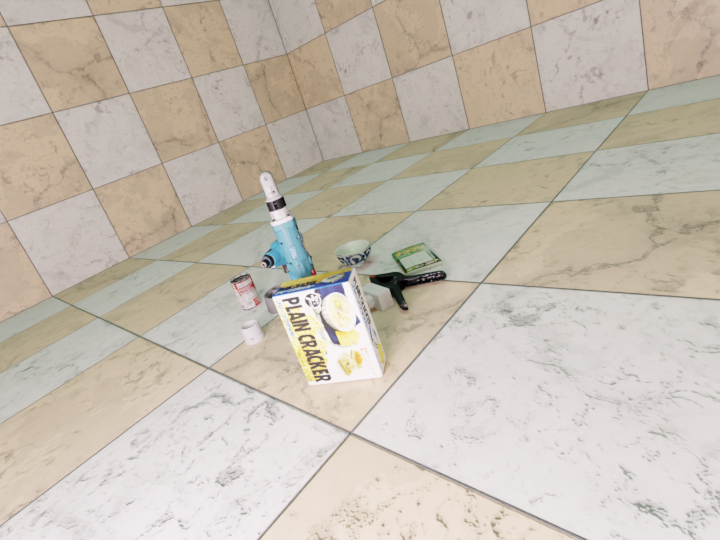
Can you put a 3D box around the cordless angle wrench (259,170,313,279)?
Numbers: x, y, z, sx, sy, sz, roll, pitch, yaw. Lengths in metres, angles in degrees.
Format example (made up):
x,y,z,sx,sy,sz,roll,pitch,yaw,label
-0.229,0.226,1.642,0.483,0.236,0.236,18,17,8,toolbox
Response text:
x,y,z,sx,sy,sz,roll,pitch,yaw,label
-0.134,-0.017,0.928,0.074,0.411,0.100,-19,18,0,cordless angle wrench

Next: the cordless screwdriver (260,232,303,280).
x,y,z,sx,sy,sz,roll,pitch,yaw,label
-0.163,0.037,1.055,0.077,0.242,0.158,-9,22,28,cordless screwdriver
